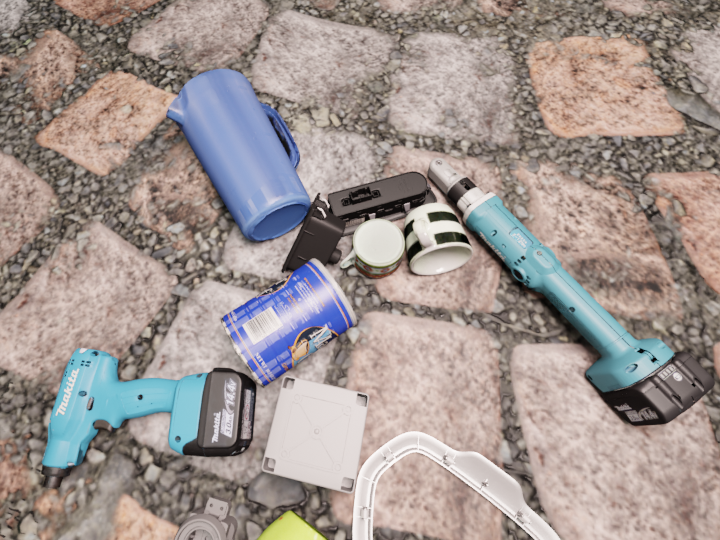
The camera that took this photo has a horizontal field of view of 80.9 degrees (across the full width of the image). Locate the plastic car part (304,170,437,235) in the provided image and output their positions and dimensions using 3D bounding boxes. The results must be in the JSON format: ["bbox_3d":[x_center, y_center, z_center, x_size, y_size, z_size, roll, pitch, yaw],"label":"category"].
[{"bbox_3d":[0.016,-0.105,0.632,0.201,0.065,0.069,-15,62,-7],"label":"plastic car part"}]

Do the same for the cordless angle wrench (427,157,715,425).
[{"bbox_3d":[0.231,-0.006,0.564,0.074,0.095,0.440,-33,66,-9],"label":"cordless angle wrench"}]

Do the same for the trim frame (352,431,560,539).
[{"bbox_3d":[0.106,0.301,0.469,0.257,0.027,0.183,33,71,17],"label":"trim frame"}]

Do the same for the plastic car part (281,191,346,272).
[{"bbox_3d":[-0.058,-0.038,0.592,0.070,0.116,0.067,24,28,-5],"label":"plastic car part"}]

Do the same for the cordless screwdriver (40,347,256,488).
[{"bbox_3d":[-0.258,0.186,0.512,0.252,0.072,0.162,3,68,8],"label":"cordless screwdriver"}]
